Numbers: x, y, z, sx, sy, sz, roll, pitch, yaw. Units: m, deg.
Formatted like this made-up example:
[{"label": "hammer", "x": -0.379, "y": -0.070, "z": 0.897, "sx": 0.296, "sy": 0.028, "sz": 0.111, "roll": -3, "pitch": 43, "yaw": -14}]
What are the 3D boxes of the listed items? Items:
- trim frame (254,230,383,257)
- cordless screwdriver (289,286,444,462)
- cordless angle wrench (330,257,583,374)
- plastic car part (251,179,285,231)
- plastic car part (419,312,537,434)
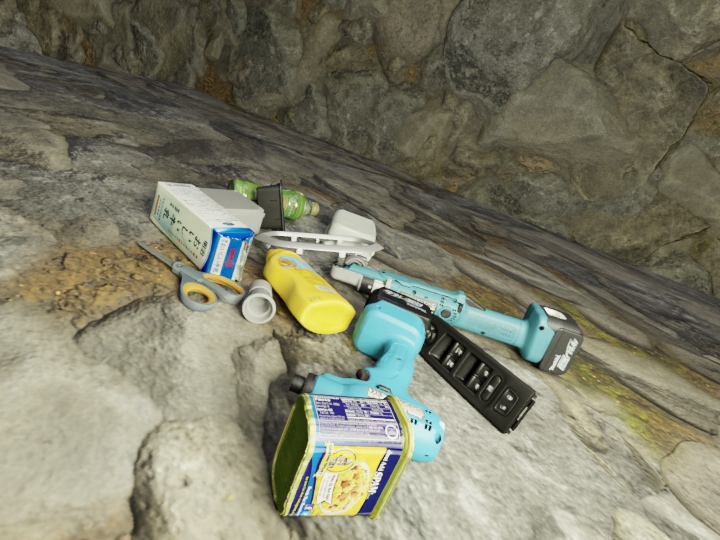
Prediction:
[{"label": "trim frame", "x": -0.079, "y": -0.052, "z": 0.811, "sx": 0.246, "sy": 0.027, "sz": 0.188, "roll": 2, "pitch": 13, "yaw": -6}, {"label": "cordless screwdriver", "x": 0.014, "y": 0.105, "z": 0.524, "sx": 0.160, "sy": 0.073, "sz": 0.250, "roll": 20, "pitch": 24, "yaw": 0}, {"label": "cordless angle wrench", "x": 0.149, "y": 0.063, "z": 0.739, "sx": 0.428, "sy": 0.097, "sz": 0.074, "roll": 18, "pitch": 20, "yaw": 6}, {"label": "plastic car part", "x": -0.194, "y": -0.134, "z": 0.891, "sx": 0.070, "sy": 0.113, "sz": 0.068, "roll": -7, "pitch": 25, "yaw": -7}, {"label": "plastic car part", "x": 0.149, "y": 0.129, "z": 0.597, "sx": 0.063, "sy": 0.066, "sz": 0.215, "roll": 14, "pitch": 19, "yaw": -47}]
